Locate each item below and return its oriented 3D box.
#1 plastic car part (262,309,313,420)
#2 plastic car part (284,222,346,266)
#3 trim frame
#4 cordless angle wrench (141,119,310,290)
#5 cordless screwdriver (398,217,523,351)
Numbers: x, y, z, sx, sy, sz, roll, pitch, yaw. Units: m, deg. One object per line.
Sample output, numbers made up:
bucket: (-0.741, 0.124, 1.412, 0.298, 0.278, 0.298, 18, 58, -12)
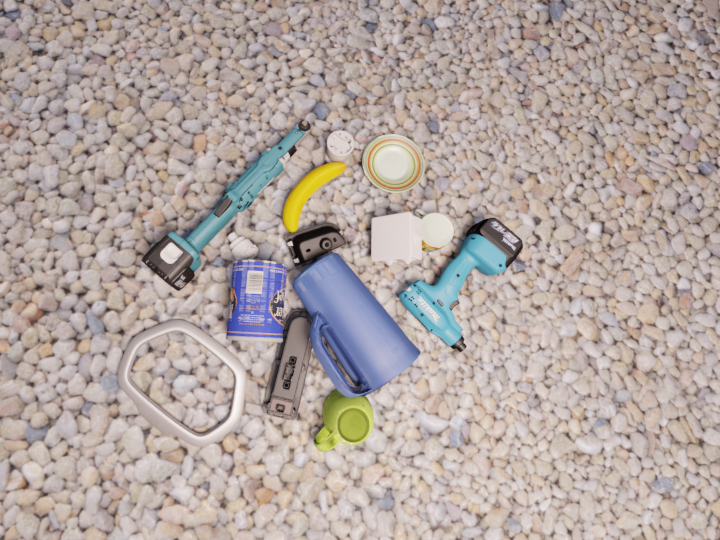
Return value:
plastic car part: (-0.129, 0.168, 0.780, 0.067, 0.066, 0.205, 12, 75, 3)
plastic car part: (-0.080, -0.052, 0.815, 0.115, 0.073, 0.064, -21, 106, -7)
trim frame: (-0.324, 0.204, 0.775, 0.249, 0.027, 0.184, 36, 77, 2)
cordless angle wrench: (-0.238, -0.146, 0.827, 0.075, 0.098, 0.421, 39, 74, 0)
cordless screwdriver: (0.213, 0.025, 0.826, 0.248, 0.074, 0.161, -43, 86, -7)
